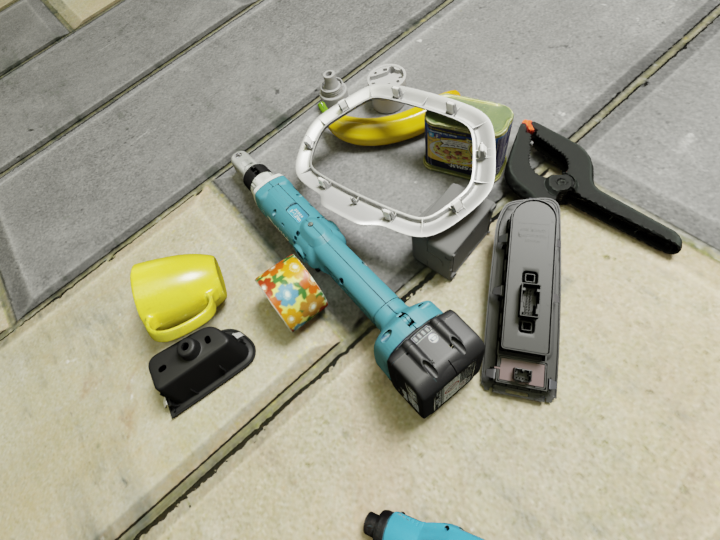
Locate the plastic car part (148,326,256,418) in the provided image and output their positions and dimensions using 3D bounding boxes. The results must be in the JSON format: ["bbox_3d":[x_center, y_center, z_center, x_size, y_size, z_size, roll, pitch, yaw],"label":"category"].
[{"bbox_3d":[-0.182,0.097,0.463,0.116,0.068,0.069,-34,62,-3],"label":"plastic car part"}]

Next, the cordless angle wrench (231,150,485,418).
[{"bbox_3d":[-0.048,-0.032,0.493,0.074,0.094,0.446,-36,56,-13],"label":"cordless angle wrench"}]

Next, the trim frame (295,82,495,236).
[{"bbox_3d":[0.030,-0.135,0.485,0.261,0.026,0.184,32,84,30],"label":"trim frame"}]

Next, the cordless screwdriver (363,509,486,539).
[{"bbox_3d":[0.044,0.312,0.283,0.167,0.070,0.251,2,60,34],"label":"cordless screwdriver"}]

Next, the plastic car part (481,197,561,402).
[{"bbox_3d":[0.158,0.016,0.408,0.069,0.064,0.205,3,72,24],"label":"plastic car part"}]
